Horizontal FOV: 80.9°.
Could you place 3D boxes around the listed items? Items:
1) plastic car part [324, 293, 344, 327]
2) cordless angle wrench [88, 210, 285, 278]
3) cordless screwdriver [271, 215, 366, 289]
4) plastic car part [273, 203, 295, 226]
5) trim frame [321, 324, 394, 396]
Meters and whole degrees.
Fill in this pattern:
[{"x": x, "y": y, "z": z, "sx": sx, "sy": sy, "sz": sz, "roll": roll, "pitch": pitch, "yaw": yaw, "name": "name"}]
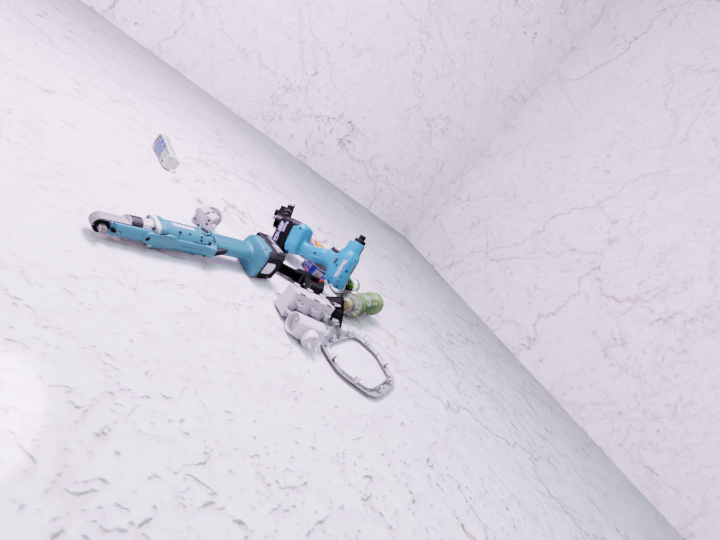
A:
[{"x": -0.076, "y": 0.088, "z": 1.024, "sx": 0.070, "sy": 0.065, "sz": 0.118, "roll": 7, "pitch": 7, "yaw": -7, "name": "plastic car part"}, {"x": -0.316, "y": -0.056, "z": 0.827, "sx": 0.103, "sy": 0.074, "sz": 0.401, "roll": 47, "pitch": 17, "yaw": 28, "name": "cordless angle wrench"}, {"x": -0.114, "y": -0.075, "z": 1.167, "sx": 0.259, "sy": 0.159, "sz": 0.071, "roll": 31, "pitch": 2, "yaw": 21, "name": "cordless screwdriver"}, {"x": -0.258, "y": -0.182, "z": 1.419, "sx": 0.065, "sy": 0.066, "sz": 0.208, "roll": 26, "pitch": 17, "yaw": -16, "name": "plastic car part"}, {"x": -0.002, "y": 0.197, "z": 0.949, "sx": 0.191, "sy": 0.027, "sz": 0.238, "roll": 44, "pitch": 15, "yaw": 19, "name": "trim frame"}]
